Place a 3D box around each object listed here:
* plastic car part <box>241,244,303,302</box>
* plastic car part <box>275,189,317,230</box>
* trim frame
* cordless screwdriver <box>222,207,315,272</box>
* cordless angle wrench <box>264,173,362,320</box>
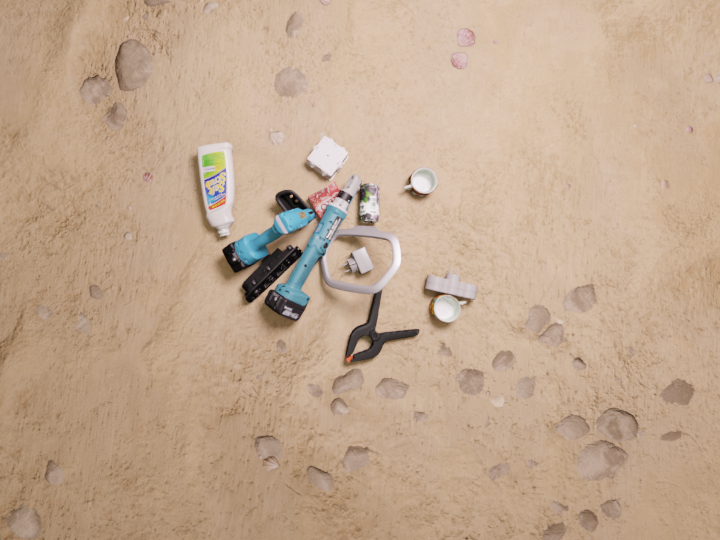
[{"bbox_3d":[-0.250,0.001,1.151,0.069,0.065,0.203,40,86,11],"label":"plastic car part"},{"bbox_3d":[-0.176,-0.179,1.161,0.066,0.071,0.115,-37,99,14],"label":"plastic car part"},{"bbox_3d":[-0.006,-0.032,1.107,0.261,0.026,0.185,6,78,37],"label":"trim frame"},{"bbox_3d":[-0.234,-0.089,1.106,0.254,0.156,0.074,-28,93,30],"label":"cordless screwdriver"},{"bbox_3d":[-0.110,-0.072,1.130,0.079,0.092,0.423,26,85,40],"label":"cordless angle wrench"}]
